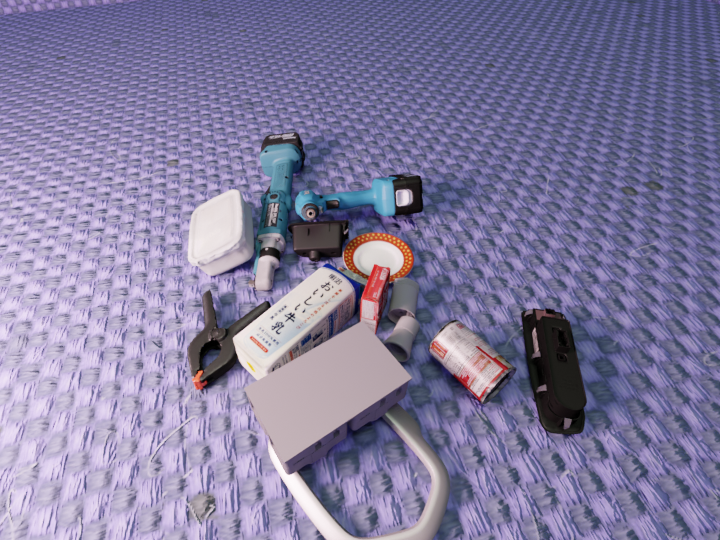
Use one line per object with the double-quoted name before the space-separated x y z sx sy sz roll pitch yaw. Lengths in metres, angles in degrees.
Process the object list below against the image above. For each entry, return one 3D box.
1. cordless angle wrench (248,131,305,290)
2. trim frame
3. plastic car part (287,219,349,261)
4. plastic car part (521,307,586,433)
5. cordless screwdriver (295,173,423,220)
"cordless angle wrench" -0.174 -0.133 0.870 0.099 0.071 0.436 -6 49 4
"trim frame" -0.006 0.234 0.544 0.181 0.026 0.262 -35 53 -26
"plastic car part" -0.078 -0.051 0.799 0.117 0.064 0.073 -4 61 1
"plastic car part" 0.284 0.131 0.608 0.067 0.065 0.206 12 50 2
"cordless screwdriver" -0.003 -0.135 0.823 0.248 0.073 0.163 -7 17 -4
